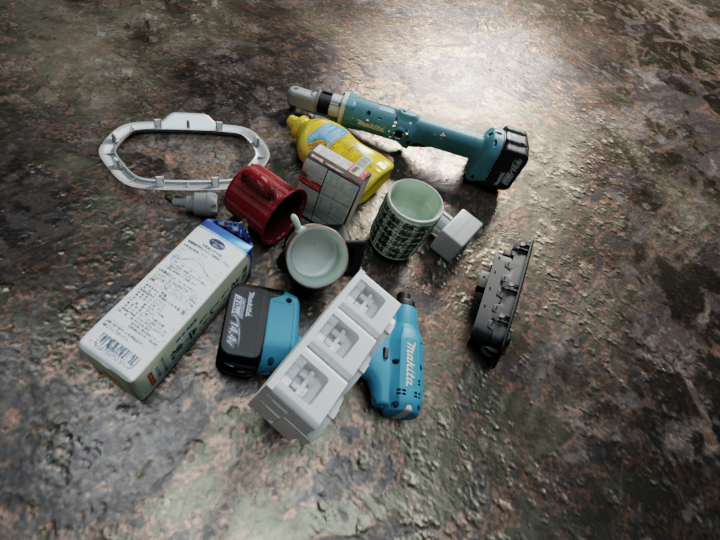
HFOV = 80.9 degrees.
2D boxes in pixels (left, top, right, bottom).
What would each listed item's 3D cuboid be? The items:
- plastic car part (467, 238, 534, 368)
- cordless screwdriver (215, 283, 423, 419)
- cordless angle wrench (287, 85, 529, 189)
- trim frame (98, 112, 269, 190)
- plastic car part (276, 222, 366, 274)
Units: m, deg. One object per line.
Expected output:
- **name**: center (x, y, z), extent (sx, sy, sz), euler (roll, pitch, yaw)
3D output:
- **plastic car part**: center (0.197, 0.037, 0.598), extent (0.068, 0.064, 0.204), euler (19, 55, 8)
- **cordless screwdriver**: center (-0.041, 0.074, 0.514), extent (0.245, 0.074, 0.163), euler (15, 55, -9)
- **cordless angle wrench**: center (0.072, -0.252, 0.745), extent (0.425, 0.096, 0.075), euler (18, 52, 3)
- **trim frame**: center (-0.263, -0.184, 0.645), extent (0.243, 0.027, 0.192), euler (-4, 49, -14)
- **plastic car part**: center (-0.058, -0.038, 0.595), extent (0.115, 0.064, 0.073), euler (3, 43, -8)
